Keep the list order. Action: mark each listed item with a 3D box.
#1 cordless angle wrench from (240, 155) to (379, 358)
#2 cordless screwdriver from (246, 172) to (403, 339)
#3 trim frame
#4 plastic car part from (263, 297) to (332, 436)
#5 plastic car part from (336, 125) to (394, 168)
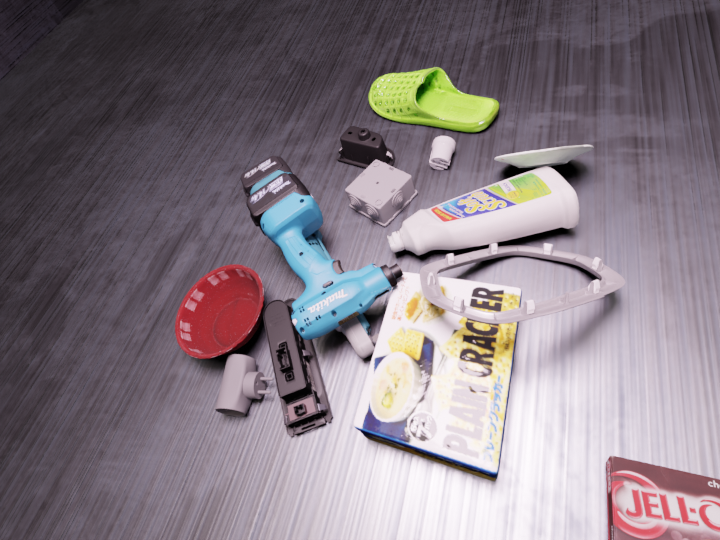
[{"bbox_3d":[-0.089,-0.036,0.702,0.098,0.071,0.445,-32,54,-2],"label":"cordless angle wrench"},{"bbox_3d":[-0.060,-0.040,0.619,0.159,0.071,0.260,-31,60,2],"label":"cordless screwdriver"},{"bbox_3d":[0.190,0.007,0.516,0.242,0.027,0.194,-12,26,-20],"label":"trim frame"},{"bbox_3d":[-0.105,0.122,0.607,0.067,0.063,0.212,-28,49,9],"label":"plastic car part"},{"bbox_3d":[0.008,-0.237,0.796,0.123,0.067,0.066,25,70,35],"label":"plastic car part"}]
